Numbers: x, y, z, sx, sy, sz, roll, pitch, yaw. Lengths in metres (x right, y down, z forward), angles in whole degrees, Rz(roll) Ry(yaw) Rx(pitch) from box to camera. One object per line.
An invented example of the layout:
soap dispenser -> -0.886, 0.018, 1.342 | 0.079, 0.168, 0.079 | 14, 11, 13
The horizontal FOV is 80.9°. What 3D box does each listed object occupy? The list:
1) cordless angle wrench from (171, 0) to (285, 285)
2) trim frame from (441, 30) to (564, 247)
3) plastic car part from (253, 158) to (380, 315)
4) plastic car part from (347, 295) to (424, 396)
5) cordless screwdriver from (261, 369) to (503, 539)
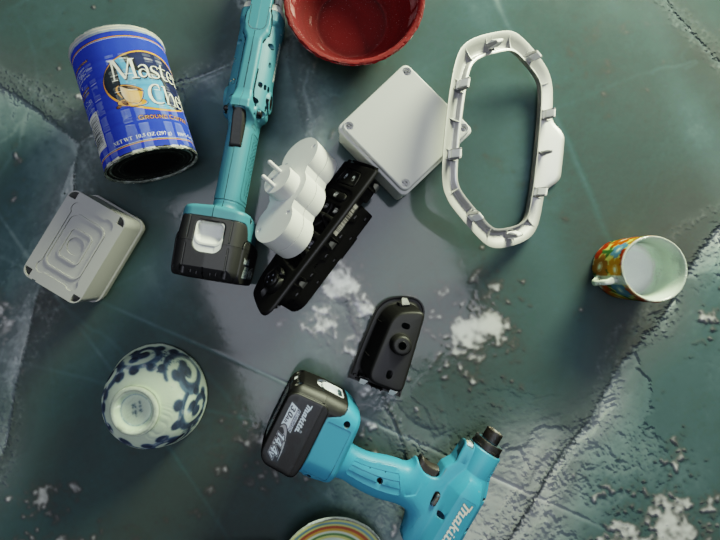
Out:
cordless angle wrench -> -0.131, -0.197, 0.492 | 0.074, 0.097, 0.425 | 9, 83, -2
trim frame -> 0.165, -0.149, 0.476 | 0.176, 0.029, 0.249 | 9, 84, -31
plastic car part -> -0.048, -0.031, 0.489 | 0.203, 0.063, 0.070 | -50, 46, -4
plastic car part -> 0.038, 0.085, 0.474 | 0.066, 0.071, 0.116 | 20, 91, -3
cordless screwdriver -> 0.025, 0.194, 0.467 | 0.248, 0.074, 0.159 | 31, 89, -1
